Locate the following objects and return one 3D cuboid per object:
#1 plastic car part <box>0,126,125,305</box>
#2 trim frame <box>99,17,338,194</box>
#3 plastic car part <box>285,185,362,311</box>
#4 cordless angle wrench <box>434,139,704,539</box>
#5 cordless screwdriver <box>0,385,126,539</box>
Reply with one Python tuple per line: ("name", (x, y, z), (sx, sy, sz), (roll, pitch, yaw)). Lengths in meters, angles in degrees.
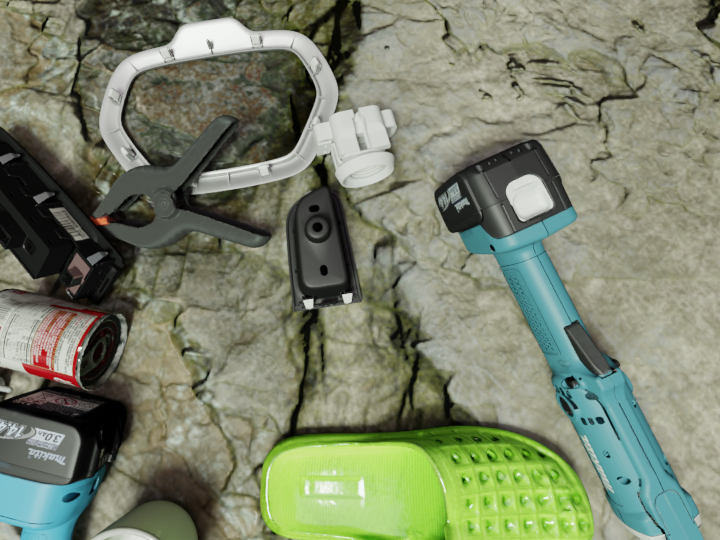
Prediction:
("plastic car part", (-0.312, -0.052, 0.393), (0.208, 0.065, 0.067), (47, 121, 12))
("trim frame", (-0.146, -0.171, 0.434), (0.249, 0.027, 0.187), (-9, 79, 1))
("plastic car part", (-0.037, -0.024, 0.383), (0.066, 0.071, 0.117), (-8, 84, -4))
("cordless angle wrench", (0.194, 0.100, 0.352), (0.074, 0.097, 0.427), (-24, 85, -5))
("cordless screwdriver", (-0.291, 0.228, 0.343), (0.160, 0.074, 0.250), (7, 84, 2))
